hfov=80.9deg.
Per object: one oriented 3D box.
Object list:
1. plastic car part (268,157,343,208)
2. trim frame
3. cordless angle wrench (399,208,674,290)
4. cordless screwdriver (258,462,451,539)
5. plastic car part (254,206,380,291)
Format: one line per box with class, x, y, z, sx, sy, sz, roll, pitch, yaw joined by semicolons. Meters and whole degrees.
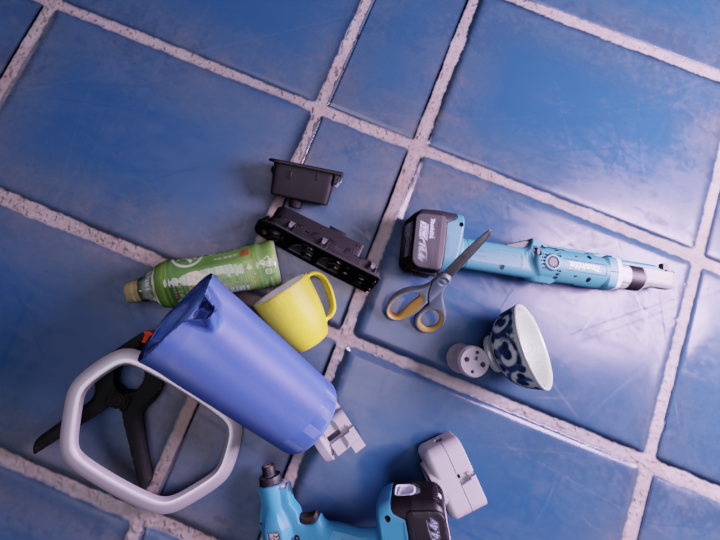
plastic car part;-0.089;-0.130;0.659;0.117;0.066;0.070;9;96;1
trim frame;-0.282;0.217;0.579;0.244;0.028;0.184;35;76;-8
cordless angle wrench;0.277;-0.012;0.646;0.420;0.074;0.099;9;81;-3
cordless screwdriver;-0.015;0.323;0.552;0.253;0.072;0.161;-15;82;12
plastic car part;-0.063;-0.041;0.639;0.203;0.066;0.067;23;71;1
